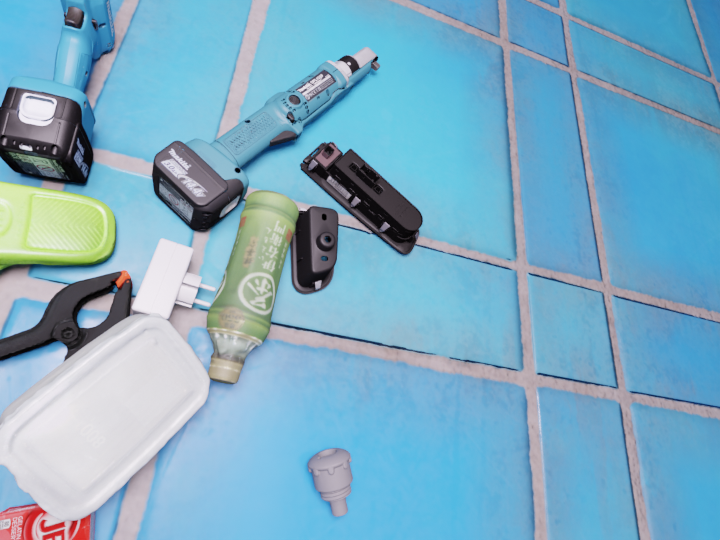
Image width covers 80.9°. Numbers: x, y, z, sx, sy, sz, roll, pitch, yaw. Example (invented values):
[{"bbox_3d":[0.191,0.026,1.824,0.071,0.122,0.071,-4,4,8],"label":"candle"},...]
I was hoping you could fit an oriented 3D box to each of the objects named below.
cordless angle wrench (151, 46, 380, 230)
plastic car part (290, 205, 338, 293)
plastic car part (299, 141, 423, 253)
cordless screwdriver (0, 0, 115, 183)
[{"bbox_3d":[-0.100,-0.221,0.597,0.098,0.075,0.419,42,60,-3],"label":"cordless angle wrench"},{"bbox_3d":[-0.053,-0.034,0.539,0.064,0.071,0.119,6,66,-19],"label":"plastic car part"},{"bbox_3d":[0.014,-0.111,0.600,0.202,0.068,0.066,44,55,-3],"label":"plastic car part"},{"bbox_3d":[-0.328,-0.233,0.467,0.072,0.161,0.253,8,70,-21],"label":"cordless screwdriver"}]
